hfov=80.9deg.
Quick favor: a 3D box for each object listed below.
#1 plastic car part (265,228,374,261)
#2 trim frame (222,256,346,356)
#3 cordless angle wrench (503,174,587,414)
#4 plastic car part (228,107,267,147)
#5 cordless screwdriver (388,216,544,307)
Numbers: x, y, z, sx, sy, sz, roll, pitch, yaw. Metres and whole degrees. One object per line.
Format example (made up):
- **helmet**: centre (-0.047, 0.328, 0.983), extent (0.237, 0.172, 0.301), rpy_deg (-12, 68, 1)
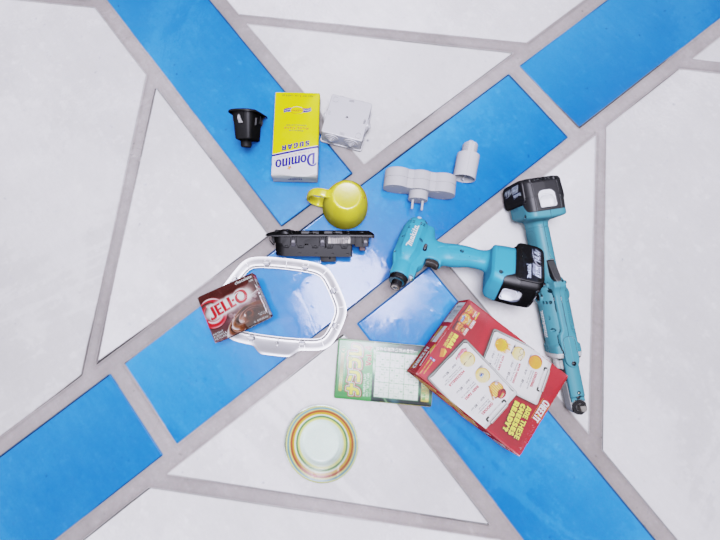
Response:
- **plastic car part**: centre (-0.079, -0.052, 0.809), extent (0.203, 0.067, 0.066), rpy_deg (4, 107, 0)
- **trim frame**: centre (-0.150, 0.067, 0.803), extent (0.249, 0.027, 0.185), rpy_deg (7, 81, 1)
- **cordless angle wrench**: centre (0.350, 0.043, 0.772), extent (0.074, 0.097, 0.426), rpy_deg (-8, 84, -4)
- **plastic car part**: centre (-0.223, -0.277, 0.828), extent (0.066, 0.118, 0.070), rpy_deg (0, 106, -3)
- **cordless screwdriver**: centre (0.179, -0.001, 0.741), extent (0.256, 0.072, 0.160), rpy_deg (16, 53, 15)
